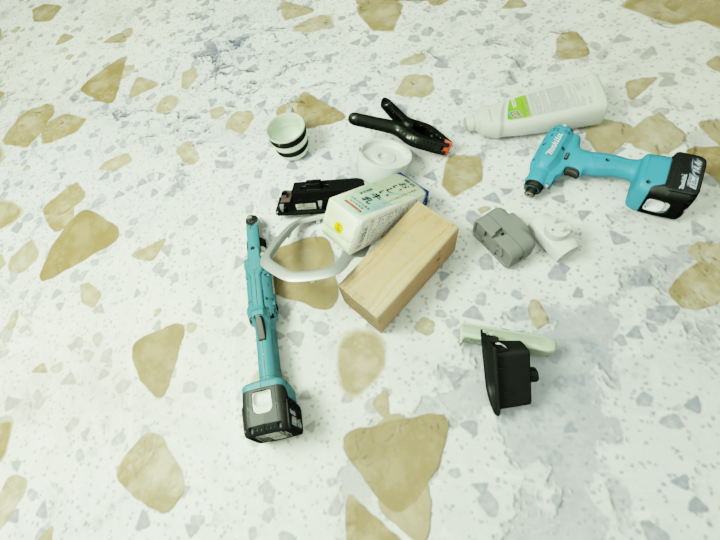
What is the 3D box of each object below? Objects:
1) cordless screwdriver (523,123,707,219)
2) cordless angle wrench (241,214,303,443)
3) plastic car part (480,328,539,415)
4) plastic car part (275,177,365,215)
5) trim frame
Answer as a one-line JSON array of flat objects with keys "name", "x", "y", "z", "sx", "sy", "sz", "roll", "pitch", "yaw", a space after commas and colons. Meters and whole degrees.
[{"name": "cordless screwdriver", "x": 0.430, "y": -0.160, "z": 0.742, "sx": 0.261, "sy": 0.071, "sz": 0.159, "roll": 26, "pitch": 72, "yaw": 27}, {"name": "cordless angle wrench", "x": -0.176, "y": 0.073, "z": 0.759, "sx": 0.075, "sy": 0.094, "sz": 0.439, "roll": -16, "pitch": 58, "yaw": 2}, {"name": "plastic car part", "x": 0.222, "y": 0.149, "z": 0.621, "sx": 0.072, "sy": 0.066, "sz": 0.115, "roll": -10, "pitch": 102, "yaw": 6}, {"name": "plastic car part", "x": -0.073, "y": -0.155, "z": 0.856, "sx": 0.206, "sy": 0.065, "sz": 0.068, "roll": 1, "pitch": 38, "yaw": 9}, {"name": "trim frame", "x": -0.075, "y": -0.049, "z": 0.767, "sx": 0.190, "sy": 0.026, "sz": 0.249, "roll": 1, "pitch": 32, "yaw": 19}]
